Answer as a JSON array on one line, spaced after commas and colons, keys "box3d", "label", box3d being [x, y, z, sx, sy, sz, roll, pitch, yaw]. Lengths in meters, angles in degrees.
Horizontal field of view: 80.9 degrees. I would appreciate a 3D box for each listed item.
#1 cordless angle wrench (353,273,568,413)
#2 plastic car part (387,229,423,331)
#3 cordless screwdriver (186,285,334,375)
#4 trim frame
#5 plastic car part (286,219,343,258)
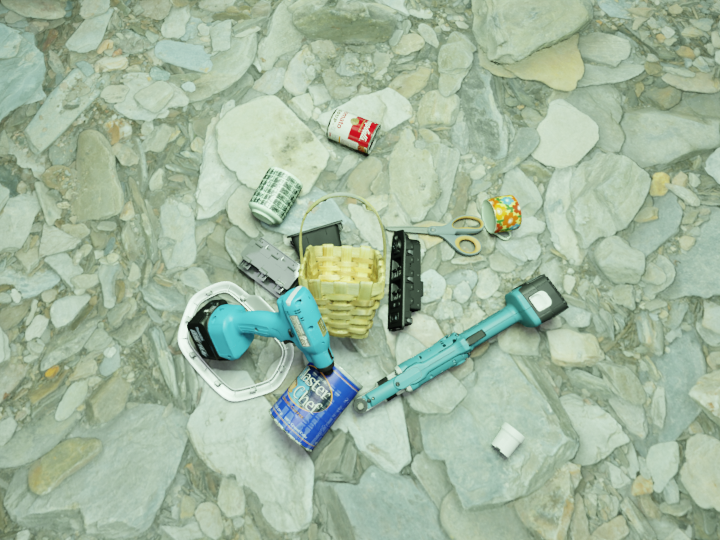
[{"box3d": [0.171, 0.146, 0.781, 0.422, 0.096, 0.076, -30, 78, -3], "label": "cordless angle wrench"}, {"box3d": [0.091, 0.016, 0.830, 0.066, 0.066, 0.206, 2, 74, -10], "label": "plastic car part"}, {"box3d": [-0.168, 0.116, 0.728, 0.258, 0.074, 0.154, -9, 114, 27], "label": "cordless screwdriver"}, {"box3d": [-0.245, 0.134, 0.825, 0.255, 0.027, 0.183, 43, 78, 14], "label": "trim frame"}, {"box3d": [-0.084, -0.055, 0.862, 0.116, 0.066, 0.071, -20, 90, -1], "label": "plastic car part"}]
